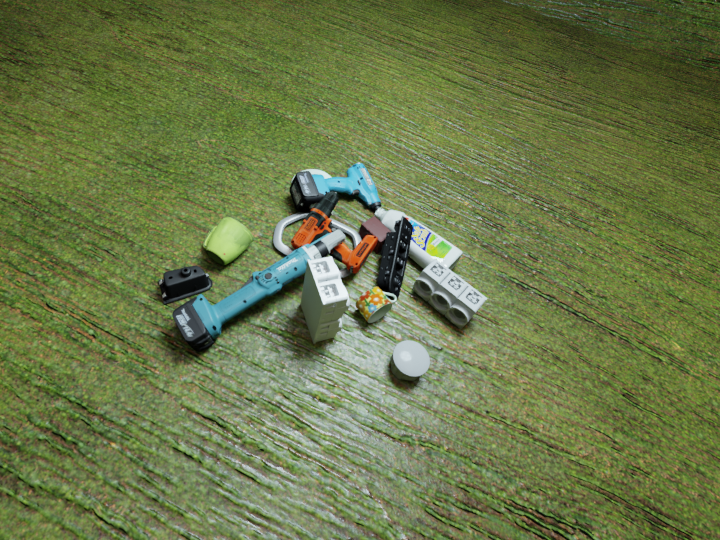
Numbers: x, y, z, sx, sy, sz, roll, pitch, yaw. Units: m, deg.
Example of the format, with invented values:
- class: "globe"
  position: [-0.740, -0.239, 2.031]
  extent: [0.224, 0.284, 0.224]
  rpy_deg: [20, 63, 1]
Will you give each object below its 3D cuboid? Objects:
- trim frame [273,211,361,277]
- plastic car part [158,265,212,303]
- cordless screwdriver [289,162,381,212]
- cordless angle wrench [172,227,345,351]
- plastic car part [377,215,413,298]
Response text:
- class: "trim frame"
  position: [-0.108, -0.071, 1.105]
  extent: [0.252, 0.027, 0.184]
  rpy_deg: [24, 54, 7]
- class: "plastic car part"
  position: [-0.405, 0.020, 0.971]
  extent: [0.114, 0.069, 0.069]
  rpy_deg: [-18, 62, -17]
- class: "cordless screwdriver"
  position: [-0.062, -0.213, 1.175]
  extent: [0.241, 0.074, 0.164]
  rpy_deg: [-15, 68, -29]
- class: "cordless angle wrench"
  position: [-0.207, 0.024, 0.951]
  extent: [0.417, 0.072, 0.102]
  rpy_deg: [-33, 66, -17]
- class: "plastic car part"
  position: [0.082, -0.033, 1.054]
  extent: [0.070, 0.063, 0.206]
  rpy_deg: [-1, 69, 26]
